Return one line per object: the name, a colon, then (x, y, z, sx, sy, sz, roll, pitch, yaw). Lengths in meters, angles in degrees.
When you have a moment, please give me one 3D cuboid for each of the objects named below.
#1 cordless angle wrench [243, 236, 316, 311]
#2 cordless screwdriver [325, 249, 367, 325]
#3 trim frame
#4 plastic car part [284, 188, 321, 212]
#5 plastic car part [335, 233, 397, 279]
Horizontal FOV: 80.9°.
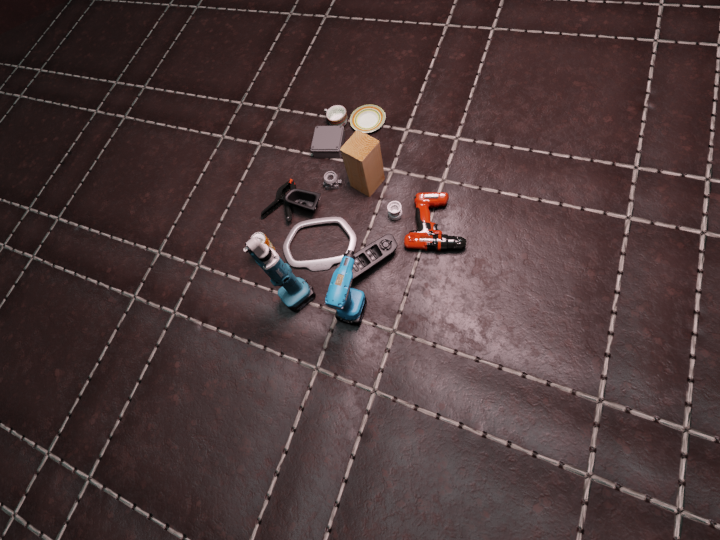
cordless angle wrench: (-0.220, 0.009, 1.153, 0.097, 0.407, 0.077, -40, 68, -8)
cordless screwdriver: (-0.033, 0.056, 1.181, 0.076, 0.239, 0.161, 12, 70, 14)
trim frame: (-0.136, -0.089, 1.388, 0.252, 0.026, 0.189, -8, 65, 10)
plastic car part: (-0.193, -0.233, 1.443, 0.121, 0.068, 0.066, 17, 71, 18)
plastic car part: (0.027, -0.035, 1.304, 0.202, 0.064, 0.069, -35, 65, -4)
